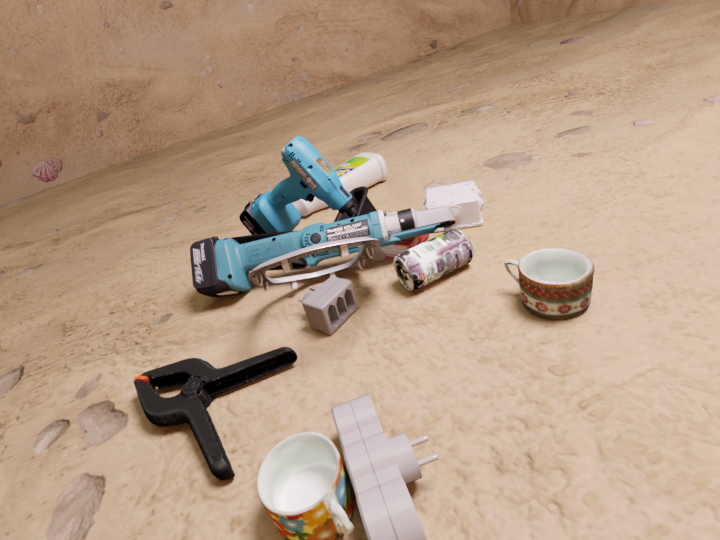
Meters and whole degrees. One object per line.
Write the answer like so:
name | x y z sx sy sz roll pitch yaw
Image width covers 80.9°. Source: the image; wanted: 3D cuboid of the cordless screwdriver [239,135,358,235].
cordless screwdriver | -0.119 -0.118 0.781 0.073 0.158 0.254 -46 8 -39

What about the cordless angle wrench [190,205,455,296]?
cordless angle wrench | -0.066 -0.043 0.680 0.430 0.100 0.072 -12 -13 12

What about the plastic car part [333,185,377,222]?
plastic car part | 0.000 -0.095 0.769 0.068 0.068 0.117 -18 34 39

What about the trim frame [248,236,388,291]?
trim frame | -0.057 -0.004 0.573 0.183 0.028 0.247 -14 -8 -8

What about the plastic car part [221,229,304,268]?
plastic car part | -0.187 -0.041 0.793 0.209 0.065 0.066 -4 21 21
